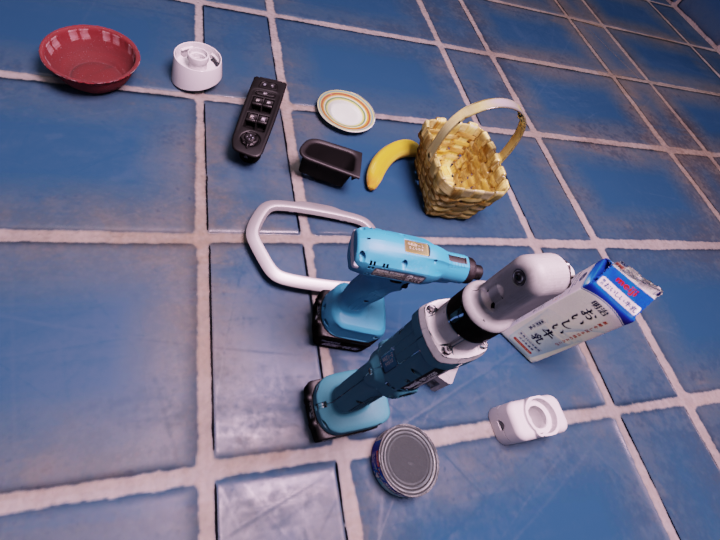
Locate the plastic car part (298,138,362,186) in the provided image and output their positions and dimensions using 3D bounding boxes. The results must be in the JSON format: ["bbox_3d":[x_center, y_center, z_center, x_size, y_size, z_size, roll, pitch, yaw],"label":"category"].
[{"bbox_3d":[-0.063,-0.194,0.786,0.114,0.070,0.067,15,56,-11],"label":"plastic car part"}]

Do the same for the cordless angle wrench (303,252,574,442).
[{"bbox_3d":[0.038,0.096,0.419,0.095,0.422,0.077,-3,63,-24],"label":"cordless angle wrench"}]

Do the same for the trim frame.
[{"bbox_3d":[-0.070,-0.046,0.716,0.242,0.027,0.190,6,57,-15],"label":"trim frame"}]

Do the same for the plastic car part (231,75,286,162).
[{"bbox_3d":[-0.196,-0.280,0.800,0.065,0.067,0.207,15,55,-12],"label":"plastic car part"}]

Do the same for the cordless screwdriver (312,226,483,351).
[{"bbox_3d":[0.031,0.035,0.562,0.155,0.248,0.076,12,58,-15],"label":"cordless screwdriver"}]
